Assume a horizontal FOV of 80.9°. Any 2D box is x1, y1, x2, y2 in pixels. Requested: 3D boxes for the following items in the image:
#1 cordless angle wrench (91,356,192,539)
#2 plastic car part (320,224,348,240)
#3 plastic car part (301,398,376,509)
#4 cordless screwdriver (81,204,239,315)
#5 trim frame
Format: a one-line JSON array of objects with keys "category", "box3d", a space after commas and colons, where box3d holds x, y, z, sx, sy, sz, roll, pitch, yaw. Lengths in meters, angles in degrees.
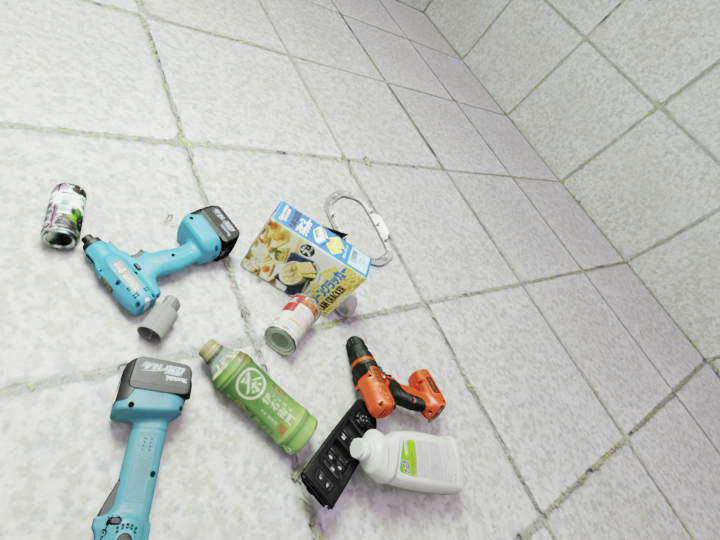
[{"category": "cordless angle wrench", "box3d": [-0.286, 0.320, 0.499, 0.094, 0.075, 0.437, 17, 49, -26]}, {"category": "plastic car part", "box3d": [-0.096, -0.063, 0.981, 0.112, 0.067, 0.072, 15, 63, -23]}, {"category": "plastic car part", "box3d": [-0.033, 0.299, 0.702, 0.067, 0.067, 0.199, 41, 37, 7]}, {"category": "cordless screwdriver", "box3d": [-0.351, -0.045, 0.762, 0.161, 0.075, 0.244, 45, 45, 4]}, {"category": "trim frame", "box3d": [-0.001, -0.120, 1.121, 0.176, 0.028, 0.258, -4, 56, -40]}]
